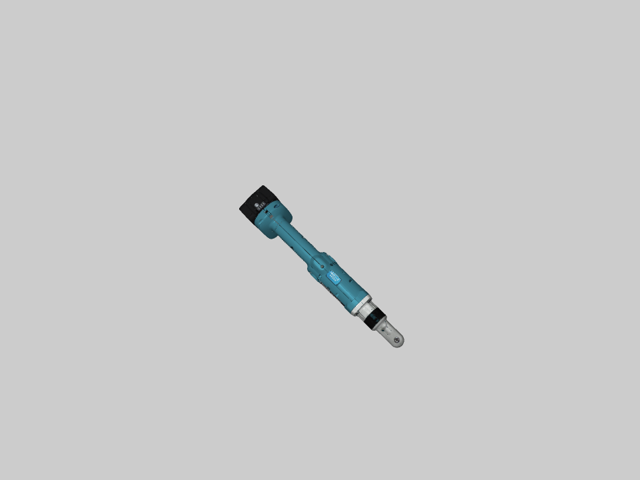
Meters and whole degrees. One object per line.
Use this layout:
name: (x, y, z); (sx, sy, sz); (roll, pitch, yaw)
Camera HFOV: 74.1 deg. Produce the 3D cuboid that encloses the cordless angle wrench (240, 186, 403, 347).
cordless angle wrench: (0.006, 0.057, 0.850); (0.422, 0.074, 0.098); (44, -4, 17)
